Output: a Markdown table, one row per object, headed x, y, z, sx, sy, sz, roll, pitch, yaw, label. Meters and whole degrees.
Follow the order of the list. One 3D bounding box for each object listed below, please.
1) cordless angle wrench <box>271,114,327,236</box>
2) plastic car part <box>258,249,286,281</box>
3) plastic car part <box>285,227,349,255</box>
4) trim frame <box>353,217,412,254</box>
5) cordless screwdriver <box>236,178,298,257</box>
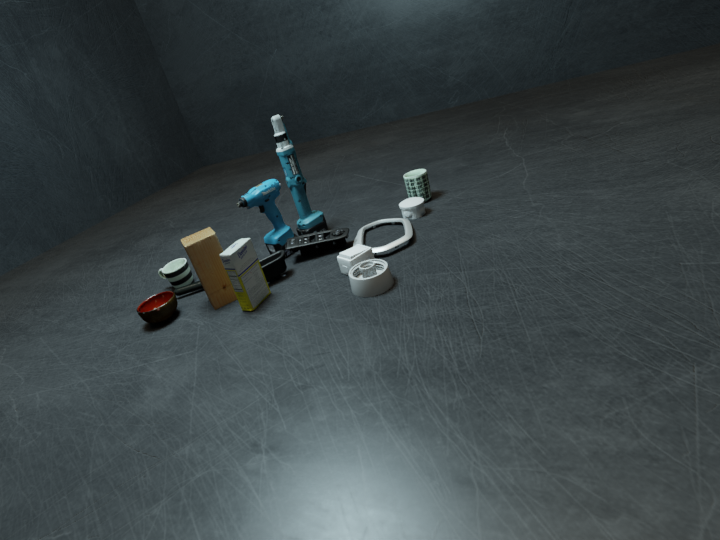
| x | y | z | sx | sy | sz | roll | pitch | yaw | label |
| --- | --- | --- | --- | --- | --- | --- | --- | --- | --- |
| -0.216 | -0.304 | 1.404 | 0.096 | 0.409 | 0.078 | -30 | 26 | -28 | cordless angle wrench |
| -0.262 | -0.004 | 1.241 | 0.115 | 0.068 | 0.069 | -25 | 26 | -15 | plastic car part |
| -0.129 | -0.084 | 1.314 | 0.205 | 0.065 | 0.068 | -15 | 25 | 7 | plastic car part |
| 0.064 | -0.106 | 1.277 | 0.187 | 0.026 | 0.253 | -14 | 27 | 9 | trim frame |
| -0.294 | -0.153 | 1.354 | 0.078 | 0.241 | 0.156 | 7 | 33 | 43 | cordless screwdriver |
